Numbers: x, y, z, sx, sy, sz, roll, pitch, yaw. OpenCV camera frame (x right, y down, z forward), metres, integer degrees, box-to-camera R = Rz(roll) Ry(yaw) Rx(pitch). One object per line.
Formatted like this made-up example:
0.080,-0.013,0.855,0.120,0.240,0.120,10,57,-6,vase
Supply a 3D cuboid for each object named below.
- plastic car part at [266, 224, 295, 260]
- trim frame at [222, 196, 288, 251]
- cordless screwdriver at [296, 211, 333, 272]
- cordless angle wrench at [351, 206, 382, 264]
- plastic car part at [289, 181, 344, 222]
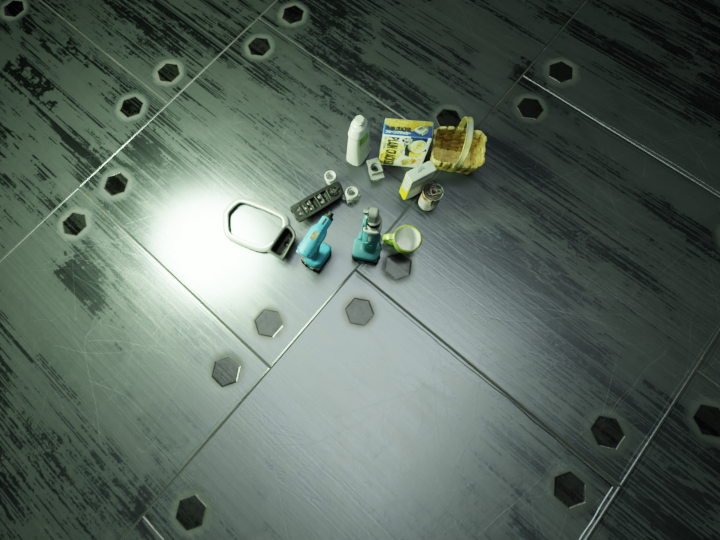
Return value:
-0.261,-0.091,1.456,0.067,0.070,0.116,29,78,7,plastic car part
-0.376,-0.167,1.506,0.253,0.027,0.185,21,77,9,trim frame
-0.133,-0.087,1.357,0.075,0.245,0.159,31,78,5,cordless screwdriver
0.028,-0.103,1.263,0.098,0.416,0.075,11,77,1,cordless angle wrench
-0.148,-0.239,1.493,0.202,0.066,0.068,-33,78,-6,plastic car part
